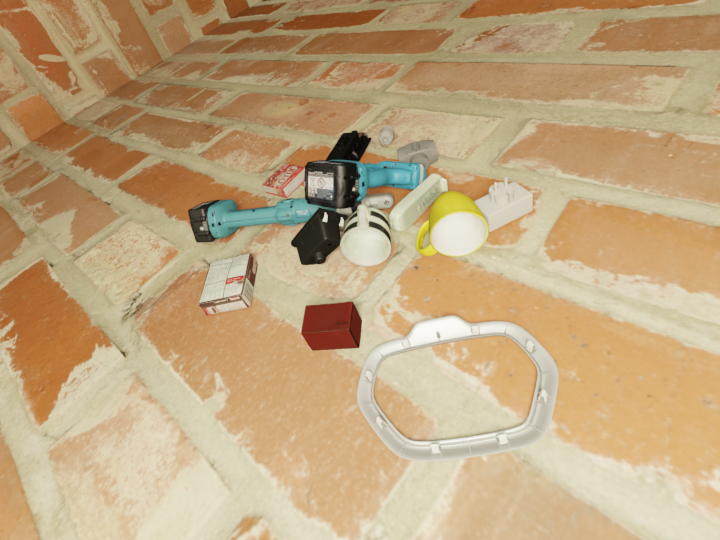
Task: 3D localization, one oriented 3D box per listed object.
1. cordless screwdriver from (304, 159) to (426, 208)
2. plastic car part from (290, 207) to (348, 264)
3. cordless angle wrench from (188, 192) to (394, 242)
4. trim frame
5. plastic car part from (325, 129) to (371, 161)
[{"bbox_3d":[-0.007,-0.176,0.800,0.168,0.073,0.240,17,25,39],"label":"cordless screwdriver"},{"bbox_3d":[-0.075,-0.049,0.767,0.118,0.063,0.074,-44,47,37],"label":"plastic car part"},{"bbox_3d":[-0.145,-0.121,0.868,0.433,0.072,0.098,-4,21,15],"label":"cordless angle wrench"},{"bbox_3d":[0.115,0.140,0.536,0.253,0.026,0.190,-15,43,12],"label":"trim frame"},{"bbox_3d":[-0.037,-0.265,0.974,0.069,0.064,0.204,8,54,20],"label":"plastic car part"}]
